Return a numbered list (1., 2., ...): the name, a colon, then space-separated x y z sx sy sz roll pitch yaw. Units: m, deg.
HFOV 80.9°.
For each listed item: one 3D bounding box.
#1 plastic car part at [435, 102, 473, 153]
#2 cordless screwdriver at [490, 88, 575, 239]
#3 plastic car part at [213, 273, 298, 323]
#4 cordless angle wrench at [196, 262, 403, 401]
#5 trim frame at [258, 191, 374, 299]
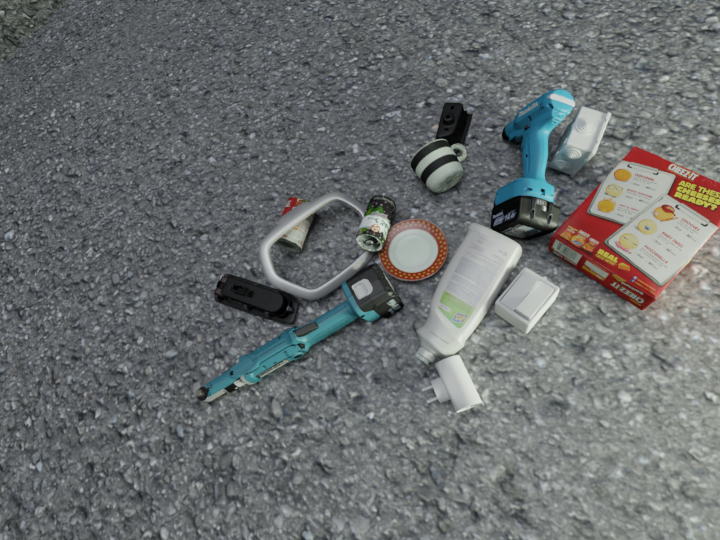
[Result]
1. plastic car part: 0.185 -0.300 0.873 0.069 0.067 0.117 10 68 23
2. cordless screwdriver: 0.292 -0.182 0.760 0.073 0.161 0.250 15 81 -13
3. plastic car part: -0.219 0.051 0.864 0.211 0.064 0.066 16 66 22
4. cordless angle wrench: -0.125 0.134 0.781 0.426 0.093 0.078 -31 62 8
5. trim frame: -0.082 -0.054 0.840 0.246 0.027 0.187 -38 81 -12
